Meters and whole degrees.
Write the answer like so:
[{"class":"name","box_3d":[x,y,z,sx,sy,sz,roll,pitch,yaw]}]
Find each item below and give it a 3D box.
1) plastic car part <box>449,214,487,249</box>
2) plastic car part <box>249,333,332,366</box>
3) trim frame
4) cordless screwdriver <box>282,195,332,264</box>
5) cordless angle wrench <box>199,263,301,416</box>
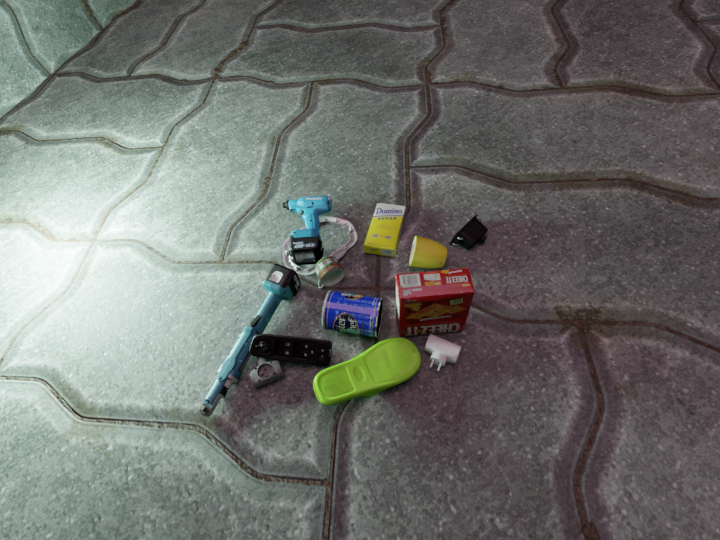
[{"class":"plastic car part","box_3d":[0.325,-0.104,1.219,0.115,0.065,0.073,-38,73,-22]},{"class":"plastic car part","box_3d":[-0.176,0.190,1.067,0.201,0.065,0.068,6,13,-6]},{"class":"trim frame","box_3d":[-0.127,-0.083,1.299,0.245,0.026,0.194,-35,57,-17]},{"class":"cordless screwdriver","box_3d":[-0.177,-0.134,1.292,0.162,0.071,0.255,-2,50,8]},{"class":"cordless angle wrench","box_3d":[-0.291,0.178,1.107,0.077,0.094,0.424,17,63,19]}]
